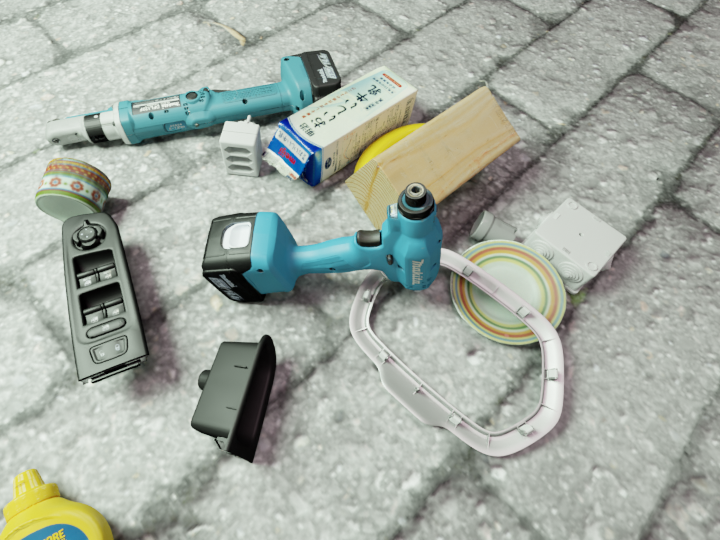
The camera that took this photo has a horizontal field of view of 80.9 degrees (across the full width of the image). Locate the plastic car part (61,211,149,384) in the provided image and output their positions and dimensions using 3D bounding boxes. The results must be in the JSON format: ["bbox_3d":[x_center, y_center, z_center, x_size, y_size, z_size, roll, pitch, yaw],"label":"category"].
[{"bbox_3d":[-0.281,0.022,0.469,0.066,0.065,0.210,-23,68,-9],"label":"plastic car part"}]

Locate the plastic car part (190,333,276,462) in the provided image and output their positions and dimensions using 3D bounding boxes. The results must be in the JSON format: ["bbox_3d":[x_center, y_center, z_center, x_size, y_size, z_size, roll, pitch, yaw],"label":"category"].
[{"bbox_3d":[-0.133,0.123,0.430,0.072,0.063,0.119,0,57,11],"label":"plastic car part"}]

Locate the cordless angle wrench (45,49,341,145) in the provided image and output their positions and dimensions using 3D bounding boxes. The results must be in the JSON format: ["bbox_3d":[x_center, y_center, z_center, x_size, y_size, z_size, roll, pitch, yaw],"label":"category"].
[{"bbox_3d":[-0.241,-0.238,0.624,0.418,0.072,0.102,-14,63,-8],"label":"cordless angle wrench"}]

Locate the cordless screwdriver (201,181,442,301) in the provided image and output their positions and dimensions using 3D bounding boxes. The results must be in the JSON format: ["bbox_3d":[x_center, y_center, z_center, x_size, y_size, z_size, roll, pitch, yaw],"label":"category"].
[{"bbox_3d":[-0.043,-0.028,0.442,0.253,0.153,0.076,-2,61,10],"label":"cordless screwdriver"}]

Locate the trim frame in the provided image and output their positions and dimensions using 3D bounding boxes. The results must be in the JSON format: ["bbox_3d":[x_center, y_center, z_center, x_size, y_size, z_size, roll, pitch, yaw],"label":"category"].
[{"bbox_3d":[0.105,0.079,0.470,0.257,0.027,0.183,40,76,17],"label":"trim frame"}]
